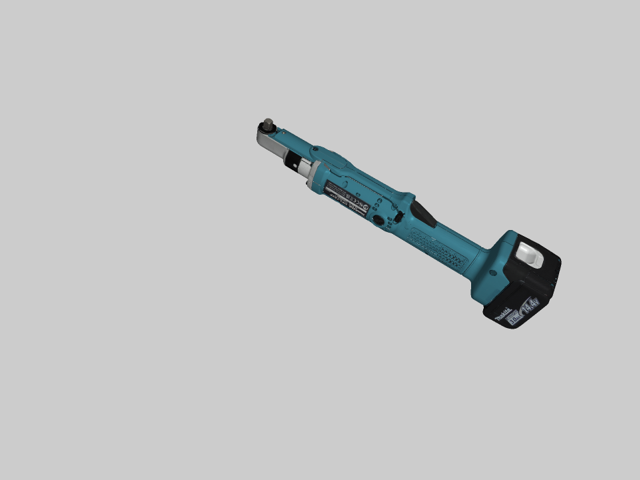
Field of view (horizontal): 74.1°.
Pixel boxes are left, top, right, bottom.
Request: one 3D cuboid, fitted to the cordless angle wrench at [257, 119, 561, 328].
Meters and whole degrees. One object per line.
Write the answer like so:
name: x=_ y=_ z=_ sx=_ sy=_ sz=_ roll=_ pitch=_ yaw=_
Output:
cordless angle wrench: x=0.089 y=-0.041 z=0.555 sx=0.423 sy=0.074 sz=0.098 roll=32 pitch=-38 yaw=11
